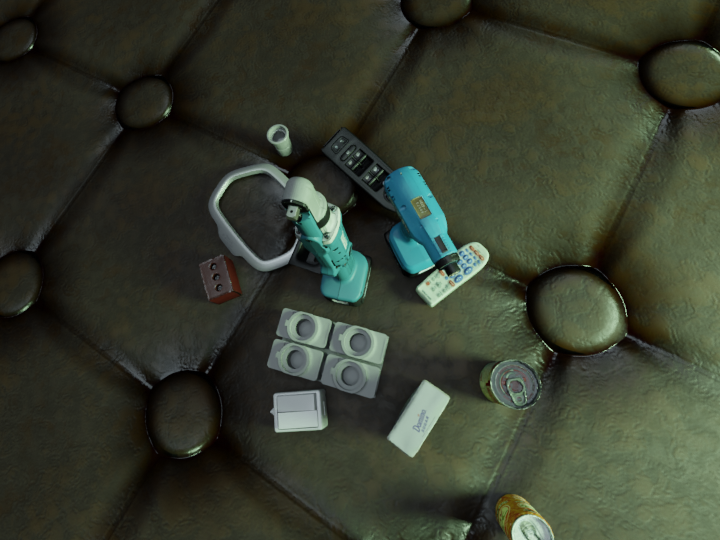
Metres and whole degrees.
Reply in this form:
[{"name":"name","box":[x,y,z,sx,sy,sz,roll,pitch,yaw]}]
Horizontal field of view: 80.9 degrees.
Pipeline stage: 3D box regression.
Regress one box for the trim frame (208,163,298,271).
[{"name":"trim frame","box":[-0.202,-0.111,0.846,0.184,0.026,0.257,-42,71,-3]}]

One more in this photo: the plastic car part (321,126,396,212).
[{"name":"plastic car part","box":[0.017,-0.181,0.805,0.066,0.065,0.210,-44,71,-5]}]

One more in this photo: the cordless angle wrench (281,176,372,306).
[{"name":"cordless angle wrench","box":[-0.041,-0.030,0.589,0.076,0.411,0.099,11,78,8]}]

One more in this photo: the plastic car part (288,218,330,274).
[{"name":"plastic car part","box":[-0.076,-0.050,0.782,0.068,0.069,0.117,18,78,12]}]

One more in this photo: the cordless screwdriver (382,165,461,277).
[{"name":"cordless screwdriver","box":[0.095,-0.042,0.656,0.074,0.241,0.164,-26,74,-1]}]
